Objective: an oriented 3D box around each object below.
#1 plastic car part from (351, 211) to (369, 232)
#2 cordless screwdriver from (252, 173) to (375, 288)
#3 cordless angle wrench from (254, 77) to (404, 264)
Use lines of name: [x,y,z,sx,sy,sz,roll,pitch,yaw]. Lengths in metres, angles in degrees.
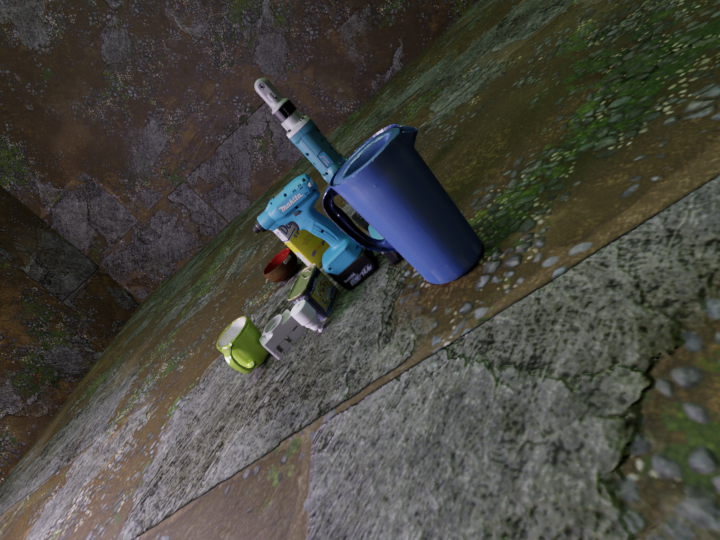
plastic car part: [0.031,-0.116,0.991,0.066,0.065,0.210,-43,22,1]
cordless screwdriver: [-0.093,-0.063,0.878,0.161,0.241,0.076,-38,18,16]
cordless angle wrench: [-0.044,-0.187,0.790,0.075,0.410,0.100,-39,18,13]
